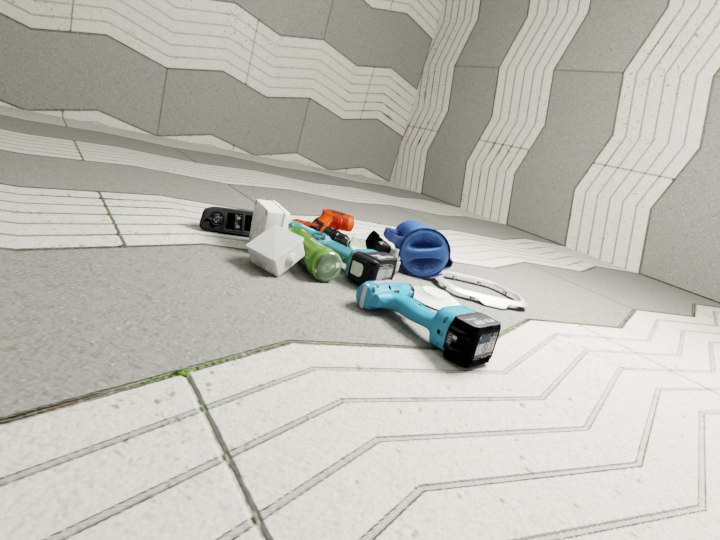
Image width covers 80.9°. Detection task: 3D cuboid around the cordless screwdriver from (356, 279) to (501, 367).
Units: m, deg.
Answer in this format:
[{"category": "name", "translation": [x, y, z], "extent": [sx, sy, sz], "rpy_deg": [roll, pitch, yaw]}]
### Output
[{"category": "cordless screwdriver", "translation": [0.129, 0.079, 0.778], "extent": [0.152, 0.074, 0.263], "rpy_deg": [-3, 20, -46]}]

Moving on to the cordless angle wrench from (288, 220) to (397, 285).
[{"category": "cordless angle wrench", "translation": [-0.103, -0.067, 1.053], "extent": [0.448, 0.074, 0.093], "rpy_deg": [26, 19, 39]}]

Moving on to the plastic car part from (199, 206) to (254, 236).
[{"category": "plastic car part", "translation": [-0.304, -0.122, 1.063], "extent": [0.194, 0.066, 0.070], "rpy_deg": [4, 10, -32]}]

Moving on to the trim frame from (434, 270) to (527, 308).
[{"category": "trim frame", "translation": [0.308, 0.050, 1.099], "extent": [0.244, 0.027, 0.189], "rpy_deg": [14, 16, -11]}]

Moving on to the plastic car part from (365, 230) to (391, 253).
[{"category": "plastic car part", "translation": [0.055, -0.070, 1.223], "extent": [0.070, 0.066, 0.118], "rpy_deg": [29, 11, -9]}]
